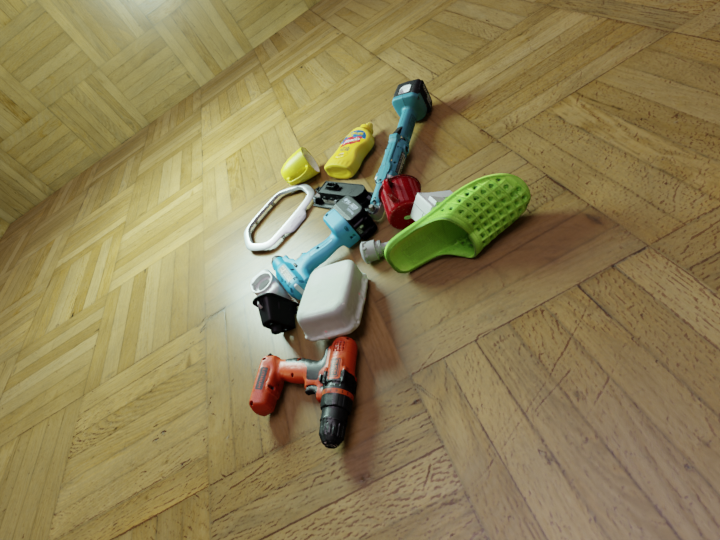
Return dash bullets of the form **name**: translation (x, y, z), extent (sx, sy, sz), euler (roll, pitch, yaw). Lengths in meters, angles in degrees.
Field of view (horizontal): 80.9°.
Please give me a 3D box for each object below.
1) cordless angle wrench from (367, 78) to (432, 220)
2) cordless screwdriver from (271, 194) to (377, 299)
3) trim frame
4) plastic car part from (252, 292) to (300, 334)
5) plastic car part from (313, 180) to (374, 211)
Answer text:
- **cordless angle wrench**: translation (0.089, -0.295, 1.034), extent (0.078, 0.092, 0.427), euler (-3, 56, 34)
- **cordless screwdriver**: translation (-0.094, -0.061, 0.957), extent (0.248, 0.070, 0.168), euler (-45, 41, -2)
- **trim frame**: translation (-0.225, -0.148, 1.161), extent (0.195, 0.026, 0.247), euler (19, 64, 45)
- **plastic car part**: translation (-0.170, 0.094, 0.851), extent (0.067, 0.111, 0.073), euler (-23, 67, 16)
- **plastic car part**: translation (-0.044, -0.190, 1.048), extent (0.215, 0.064, 0.066), euler (19, 58, 41)
